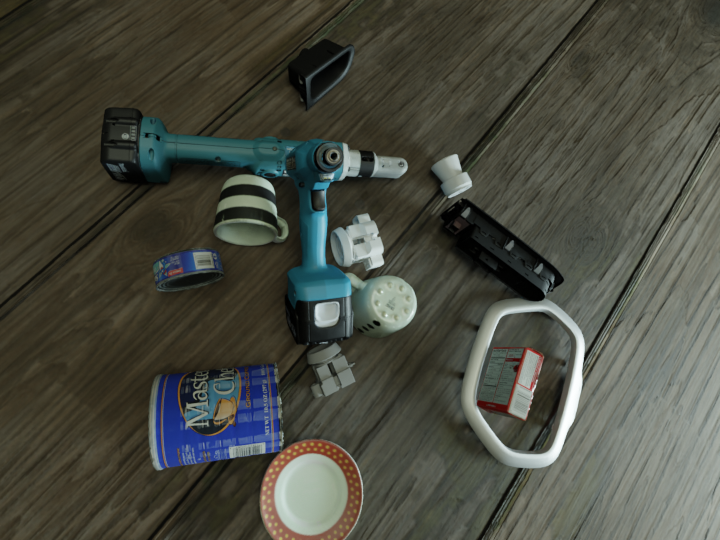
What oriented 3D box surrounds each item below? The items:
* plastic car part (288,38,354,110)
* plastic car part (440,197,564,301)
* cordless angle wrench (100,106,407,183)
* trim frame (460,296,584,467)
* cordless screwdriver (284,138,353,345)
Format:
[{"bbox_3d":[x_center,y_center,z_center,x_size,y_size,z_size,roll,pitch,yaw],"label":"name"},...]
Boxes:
[{"bbox_3d":[-0.071,-0.326,0.675,0.073,0.064,0.116,35,69,12],"label":"plastic car part"},{"bbox_3d":[0.209,-0.021,0.628,0.202,0.066,0.067,34,54,-3],"label":"plastic car part"},{"bbox_3d":[-0.131,-0.161,0.604,0.414,0.099,0.075,1,81,-13],"label":"cordless angle wrench"},{"bbox_3d":[0.242,0.155,0.617,0.183,0.027,0.250,24,71,-2],"label":"trim frame"},{"bbox_3d":[-0.050,-0.033,0.516,0.072,0.165,0.246,-5,99,-18],"label":"cordless screwdriver"}]
